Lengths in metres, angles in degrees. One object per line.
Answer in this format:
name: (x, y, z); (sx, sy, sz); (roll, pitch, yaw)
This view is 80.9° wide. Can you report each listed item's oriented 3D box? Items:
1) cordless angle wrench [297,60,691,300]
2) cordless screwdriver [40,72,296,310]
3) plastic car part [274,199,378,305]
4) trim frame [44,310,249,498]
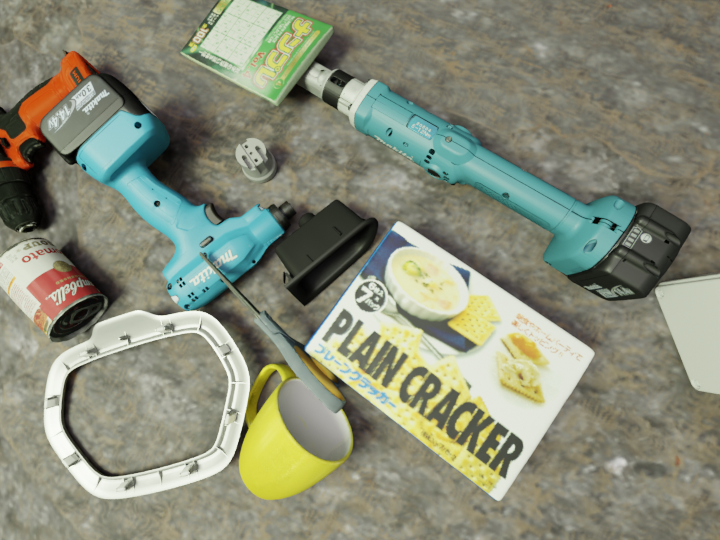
cordless angle wrench: (0.093, -0.122, 0.443); (0.435, 0.095, 0.074); (35, 88, 14)
cordless screwdriver: (-0.198, -0.097, 0.455); (0.159, 0.075, 0.247); (-39, 94, -3)
plastic car part: (-0.045, -0.029, 0.457); (0.116, 0.063, 0.074); (-44, 67, -7)
trim frame: (-0.231, 0.137, 0.444); (0.252, 0.027, 0.186); (-18, 81, 12)
